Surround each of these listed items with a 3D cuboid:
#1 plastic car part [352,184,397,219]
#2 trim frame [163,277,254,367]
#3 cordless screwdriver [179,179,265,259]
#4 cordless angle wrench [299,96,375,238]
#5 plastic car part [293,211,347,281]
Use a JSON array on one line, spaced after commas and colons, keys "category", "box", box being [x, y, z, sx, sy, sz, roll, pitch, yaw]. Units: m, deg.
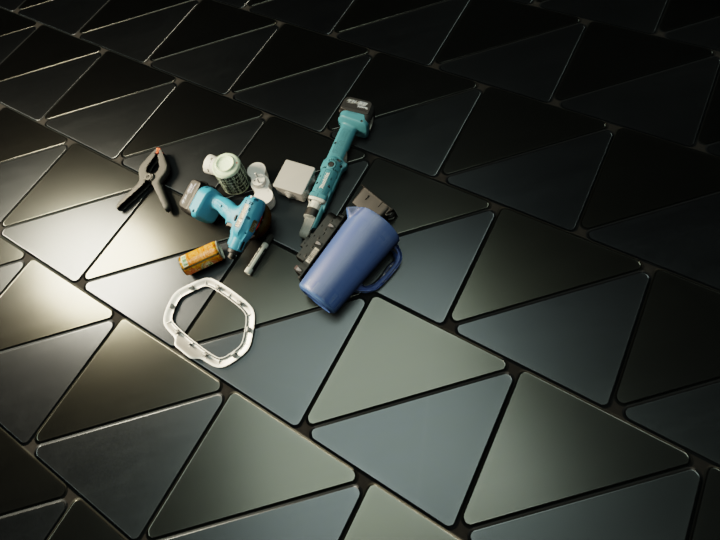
[{"category": "plastic car part", "box": [0.027, -0.158, 1.082, 0.122, 0.063, 0.071, 40, 91, 23]}, {"category": "trim frame", "box": [-0.370, 0.123, 1.030, 0.257, 0.027, 0.184, 32, 76, 17]}, {"category": "cordless screwdriver", "box": [-0.361, -0.134, 1.075, 0.262, 0.070, 0.159, 22, 86, 33]}, {"category": "cordless angle wrench", "box": [-0.074, -0.273, 1.137, 0.100, 0.072, 0.425, 18, 73, 11]}, {"category": "plastic car part", "box": [-0.102, -0.067, 1.044, 0.070, 0.064, 0.202, 36, 80, 19]}]
